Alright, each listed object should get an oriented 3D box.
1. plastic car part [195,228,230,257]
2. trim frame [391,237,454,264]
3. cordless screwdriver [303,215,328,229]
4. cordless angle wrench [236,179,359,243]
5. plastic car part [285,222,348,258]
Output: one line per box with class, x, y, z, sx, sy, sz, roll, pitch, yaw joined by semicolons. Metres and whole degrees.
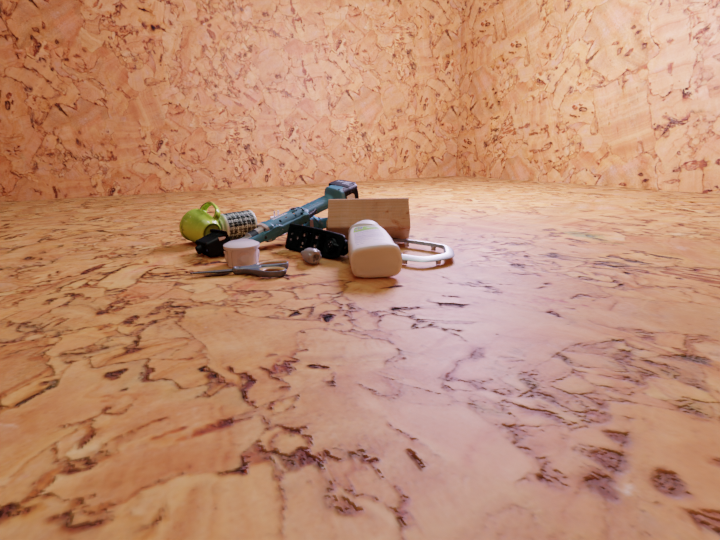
plastic car part;-0.371;-0.062;1.048;0.069;0.064;0.123;-30;26;-33
trim frame;0.097;-0.046;0.983;0.262;0.027;0.177;13;21;38
cordless screwdriver;-0.057;-0.158;1.308;0.247;0.073;0.163;-7;18;-5
cordless angle wrench;-0.178;-0.145;1.163;0.413;0.072;0.104;-33;36;-34
plastic car part;-0.100;-0.066;1.026;0.063;0.066;0.214;21;-5;-43
